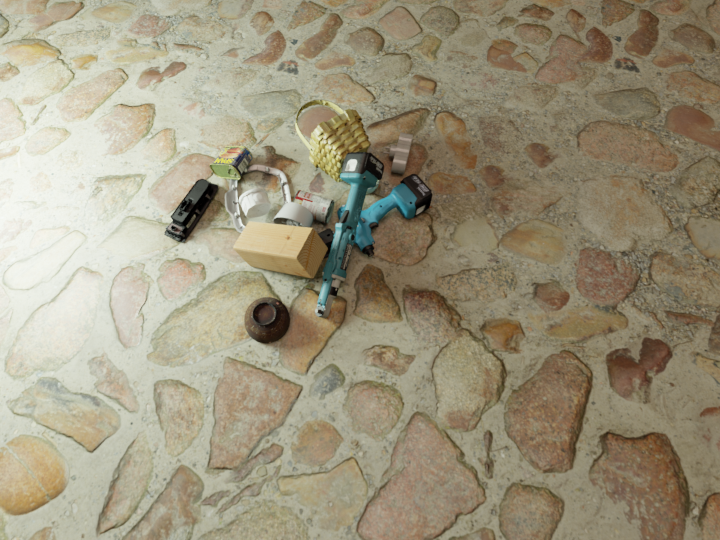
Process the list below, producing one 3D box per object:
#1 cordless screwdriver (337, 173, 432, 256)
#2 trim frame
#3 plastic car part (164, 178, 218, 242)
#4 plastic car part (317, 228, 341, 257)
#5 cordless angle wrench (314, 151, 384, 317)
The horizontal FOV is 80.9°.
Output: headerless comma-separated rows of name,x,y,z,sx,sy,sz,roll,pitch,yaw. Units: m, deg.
cordless screwdriver,0.078,-0.148,1.139,0.247,0.072,0.165,-26,66,-7
trim frame,-0.292,-0.207,1.205,0.183,0.027,0.256,-11,65,-3
plastic car part,-0.475,-0.181,1.180,0.068,0.065,0.204,18,62,16
plastic car part,-0.108,-0.071,1.105,0.115,0.069,0.069,-23,65,-14
cordless angle wrench,-0.040,-0.087,1.063,0.078,0.092,0.425,9,80,38
